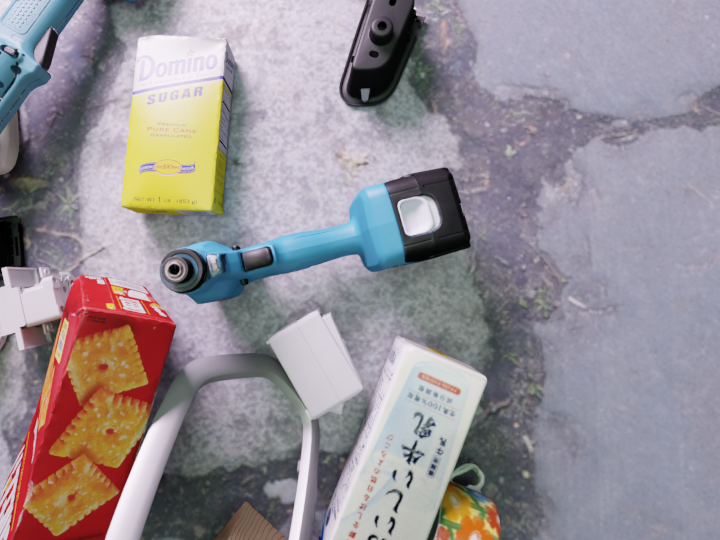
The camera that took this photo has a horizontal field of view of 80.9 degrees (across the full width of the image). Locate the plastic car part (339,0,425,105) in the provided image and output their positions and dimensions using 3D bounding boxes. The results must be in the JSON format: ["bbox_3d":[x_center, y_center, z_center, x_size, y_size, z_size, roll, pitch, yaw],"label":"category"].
[{"bbox_3d":[0.020,-0.228,0.419,0.066,0.070,0.117,20,84,1],"label":"plastic car part"}]

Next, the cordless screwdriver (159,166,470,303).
[{"bbox_3d":[-0.035,-0.023,0.360,0.248,0.159,0.075,-15,89,-3],"label":"cordless screwdriver"}]

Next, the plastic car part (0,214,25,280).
[{"bbox_3d":[-0.453,-0.009,0.423,0.204,0.067,0.066,-8,94,3],"label":"plastic car part"}]

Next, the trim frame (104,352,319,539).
[{"bbox_3d":[-0.095,0.180,0.327,0.028,0.255,0.175,-31,126,31],"label":"trim frame"}]

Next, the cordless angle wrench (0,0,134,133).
[{"bbox_3d":[-0.341,-0.187,0.403,0.098,0.074,0.423,27,81,1],"label":"cordless angle wrench"}]
